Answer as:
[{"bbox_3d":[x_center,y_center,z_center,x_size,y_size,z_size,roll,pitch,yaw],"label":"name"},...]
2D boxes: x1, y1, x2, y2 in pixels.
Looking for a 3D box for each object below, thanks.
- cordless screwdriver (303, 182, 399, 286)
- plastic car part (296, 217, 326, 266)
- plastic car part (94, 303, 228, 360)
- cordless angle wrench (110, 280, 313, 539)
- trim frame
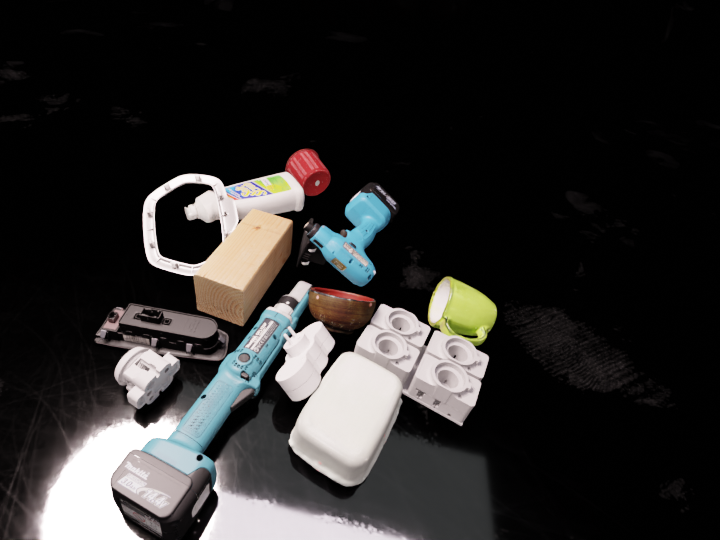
[{"bbox_3d":[-0.015,-0.097,0.870,0.156,0.075,0.250,39,42,-12],"label":"cordless screwdriver"},{"bbox_3d":[-0.085,-0.056,0.868,0.070,0.066,0.119,22,36,-11],"label":"plastic car part"},{"bbox_3d":[-0.303,0.089,0.658,0.203,0.066,0.067,13,34,0],"label":"plastic car part"},{"bbox_3d":[-0.169,0.145,0.613,0.100,0.073,0.422,19,40,9],"label":"cordless angle wrench"},{"bbox_3d":[-0.338,-0.100,0.842,0.181,0.027,0.258,-12,59,-10],"label":"trim frame"}]
